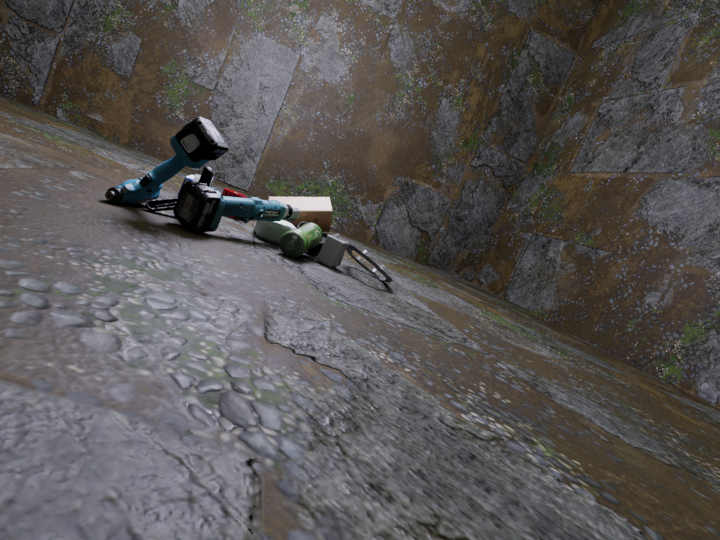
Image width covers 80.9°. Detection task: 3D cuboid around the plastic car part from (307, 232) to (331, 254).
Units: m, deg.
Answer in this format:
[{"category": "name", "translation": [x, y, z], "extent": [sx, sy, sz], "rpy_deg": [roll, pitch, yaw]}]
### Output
[{"category": "plastic car part", "translation": [-0.133, -0.087, 1.355], "extent": [0.067, 0.067, 0.200], "rpy_deg": [25, 8, 4]}]

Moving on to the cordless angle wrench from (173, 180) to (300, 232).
[{"category": "cordless angle wrench", "translation": [-0.270, -0.151, 1.057], "extent": [0.077, 0.097, 0.408], "rpy_deg": [35, 18, 18]}]

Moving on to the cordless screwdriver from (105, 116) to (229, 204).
[{"category": "cordless screwdriver", "translation": [-0.406, -0.218, 0.882], "extent": [0.073, 0.251, 0.160], "rpy_deg": [56, 13, -10]}]

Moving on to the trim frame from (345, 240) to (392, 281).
[{"category": "trim frame", "translation": [0.021, -0.026, 1.284], "extent": [0.185, 0.027, 0.247], "rpy_deg": [39, -4, 1]}]
